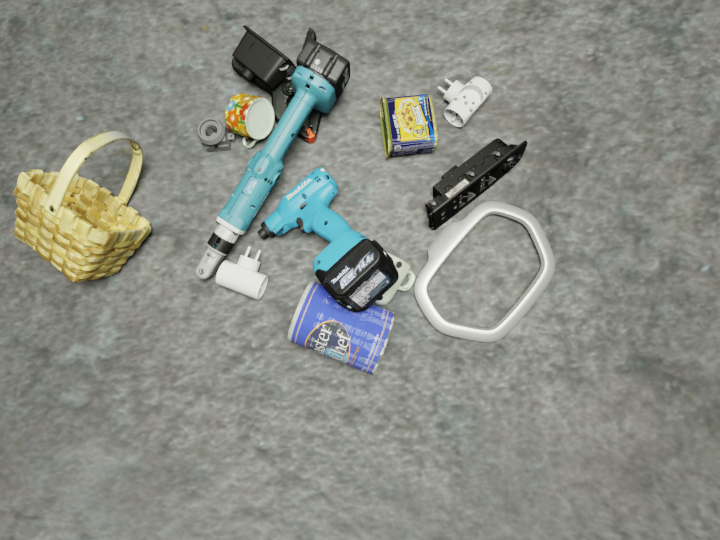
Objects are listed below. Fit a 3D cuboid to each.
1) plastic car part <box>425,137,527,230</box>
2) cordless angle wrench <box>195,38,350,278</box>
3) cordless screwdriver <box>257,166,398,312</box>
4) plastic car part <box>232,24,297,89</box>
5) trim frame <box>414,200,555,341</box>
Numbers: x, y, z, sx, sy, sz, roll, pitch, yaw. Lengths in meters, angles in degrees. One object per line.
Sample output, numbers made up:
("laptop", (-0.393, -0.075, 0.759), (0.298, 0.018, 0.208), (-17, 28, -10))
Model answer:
("plastic car part", (0.185, -0.153, 0.708), (0.203, 0.063, 0.070), (-34, 57, -1))
("cordless angle wrench", (-0.158, -0.166, 0.699), (0.075, 0.098, 0.423), (32, 94, -1))
("cordless screwdriver", (-0.064, -0.042, 0.656), (0.160, 0.070, 0.262), (-40, 52, 7))
("plastic car part", (-0.173, -0.358, 0.732), (0.119, 0.064, 0.071), (39, 97, 12))
("trim frame", (0.202, 0.000, 0.695), (0.187, 0.027, 0.248), (40, 87, 8))
